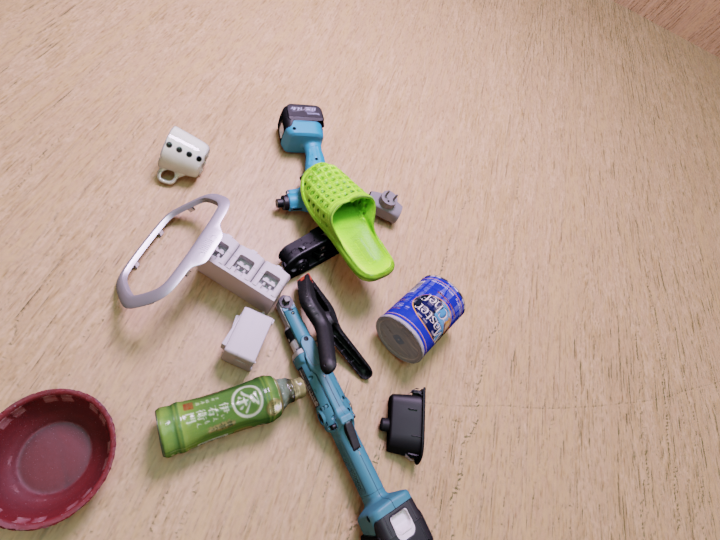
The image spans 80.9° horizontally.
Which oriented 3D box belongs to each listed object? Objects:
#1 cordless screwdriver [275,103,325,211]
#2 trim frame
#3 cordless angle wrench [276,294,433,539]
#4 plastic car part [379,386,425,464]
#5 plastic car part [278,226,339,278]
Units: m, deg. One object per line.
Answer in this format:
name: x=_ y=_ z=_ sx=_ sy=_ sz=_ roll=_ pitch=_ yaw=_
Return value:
cordless screwdriver: x=-0.128 y=-0.238 z=0.910 sx=0.154 sy=0.074 sz=0.256 roll=-9 pitch=69 yaw=-23
trim frame: x=-0.309 y=-0.040 z=0.701 sx=0.192 sy=0.026 sz=0.250 roll=-1 pitch=49 yaw=32
cordless angle wrench: x=-0.040 y=0.226 z=0.676 sx=0.072 sy=0.097 sz=0.439 roll=-18 pitch=65 yaw=-28
plastic car part: x=0.069 y=0.256 z=0.712 sx=0.071 sy=0.064 sz=0.118 roll=9 pitch=62 yaw=1
plastic car part: x=-0.081 y=-0.053 z=0.828 sx=0.069 sy=0.065 sz=0.199 roll=43 pitch=57 yaw=16
